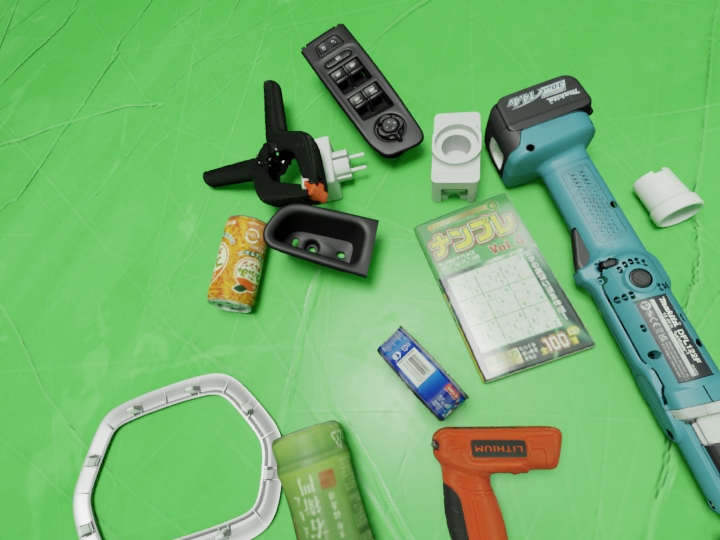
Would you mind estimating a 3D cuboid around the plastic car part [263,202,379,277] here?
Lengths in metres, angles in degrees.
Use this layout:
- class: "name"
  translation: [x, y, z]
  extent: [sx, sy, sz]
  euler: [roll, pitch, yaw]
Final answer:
- class: "plastic car part"
  translation: [-0.046, -0.030, 0.475]
  extent: [0.117, 0.070, 0.067]
  euler: [14, 72, 2]

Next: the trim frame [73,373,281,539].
- class: "trim frame"
  translation: [-0.198, 0.215, 0.445]
  extent: [0.250, 0.026, 0.190]
  euler: [-19, 66, 5]

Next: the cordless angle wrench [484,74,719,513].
- class: "cordless angle wrench"
  translation: [0.239, 0.013, 0.383]
  extent: [0.099, 0.071, 0.436]
  euler: [-19, 68, 6]

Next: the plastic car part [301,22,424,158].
- class: "plastic car part"
  translation: [0.001, -0.215, 0.535]
  extent: [0.066, 0.065, 0.210]
  euler: [-30, 69, -7]
